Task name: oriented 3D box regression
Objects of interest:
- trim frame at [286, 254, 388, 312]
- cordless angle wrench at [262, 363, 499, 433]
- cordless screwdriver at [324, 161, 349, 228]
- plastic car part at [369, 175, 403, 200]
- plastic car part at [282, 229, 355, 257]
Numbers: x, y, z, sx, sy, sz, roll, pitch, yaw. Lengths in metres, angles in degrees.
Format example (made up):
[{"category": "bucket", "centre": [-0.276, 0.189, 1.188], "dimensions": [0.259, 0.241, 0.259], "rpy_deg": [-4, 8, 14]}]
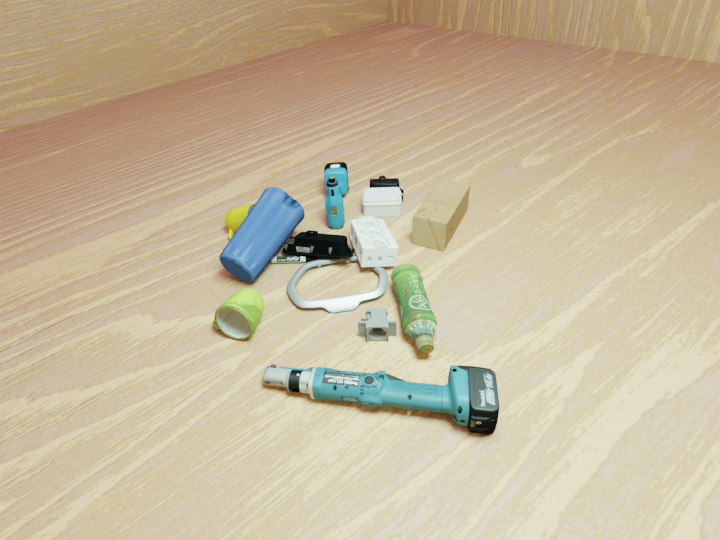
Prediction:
[{"category": "trim frame", "centre": [-0.057, 0.028, 1.031], "dimensions": [0.247, 0.026, 0.191], "rpy_deg": [-9, 39, -3]}, {"category": "cordless angle wrench", "centre": [0.020, 0.214, 0.770], "dimensions": [0.433, 0.071, 0.099], "rpy_deg": [2, 40, 15]}, {"category": "cordless screwdriver", "centre": [-0.076, -0.255, 1.266], "dimensions": [0.075, 0.153, 0.256], "rpy_deg": [-3, 38, 2]}, {"category": "plastic car part", "centre": [0.076, -0.259, 1.311], "dimensions": [0.119, 0.068, 0.067], "rpy_deg": [5, 39, 9]}, {"category": "plastic car part", "centre": [-0.108, -0.071, 1.109], "dimensions": [0.212, 0.066, 0.065], "rpy_deg": [11, 23, 26]}]
